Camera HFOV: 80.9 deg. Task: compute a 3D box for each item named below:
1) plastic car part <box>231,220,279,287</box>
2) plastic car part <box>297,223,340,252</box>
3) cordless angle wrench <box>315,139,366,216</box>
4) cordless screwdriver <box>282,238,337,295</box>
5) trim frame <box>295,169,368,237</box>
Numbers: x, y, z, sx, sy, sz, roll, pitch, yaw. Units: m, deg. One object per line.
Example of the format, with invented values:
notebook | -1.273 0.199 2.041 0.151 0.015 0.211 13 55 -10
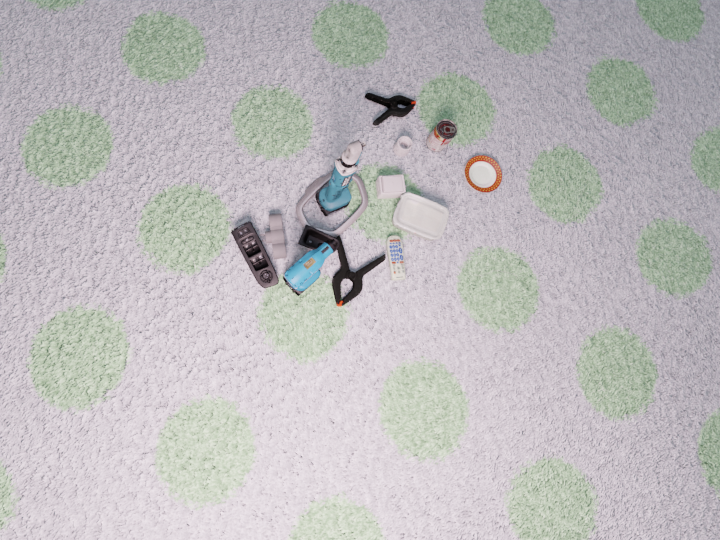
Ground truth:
plastic car part | -0.308 -0.039 1.247 0.065 0.067 0.205 -27 83 -12
plastic car part | -0.124 -0.081 1.271 0.116 0.071 0.066 24 78 -2
cordless angle wrench | -0.052 -0.244 1.132 0.097 0.424 0.075 -25 87 -13
cordless screwdriver | -0.140 -0.009 1.164 0.158 0.249 0.075 -42 91 -13
trim frame | -0.087 -0.213 1.324 0.185 0.027 0.247 43 78 4
